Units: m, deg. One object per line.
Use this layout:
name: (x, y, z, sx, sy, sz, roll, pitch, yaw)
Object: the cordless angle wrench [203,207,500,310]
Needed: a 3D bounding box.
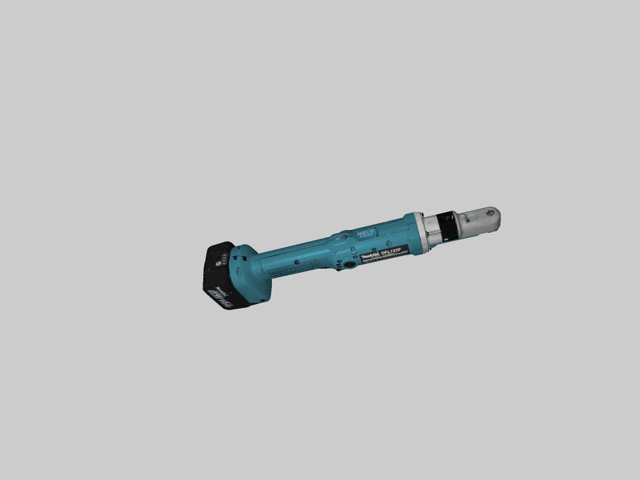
cordless angle wrench: (0.038, 0.015, 0.610, 0.423, 0.074, 0.098, -13, -37, 12)
